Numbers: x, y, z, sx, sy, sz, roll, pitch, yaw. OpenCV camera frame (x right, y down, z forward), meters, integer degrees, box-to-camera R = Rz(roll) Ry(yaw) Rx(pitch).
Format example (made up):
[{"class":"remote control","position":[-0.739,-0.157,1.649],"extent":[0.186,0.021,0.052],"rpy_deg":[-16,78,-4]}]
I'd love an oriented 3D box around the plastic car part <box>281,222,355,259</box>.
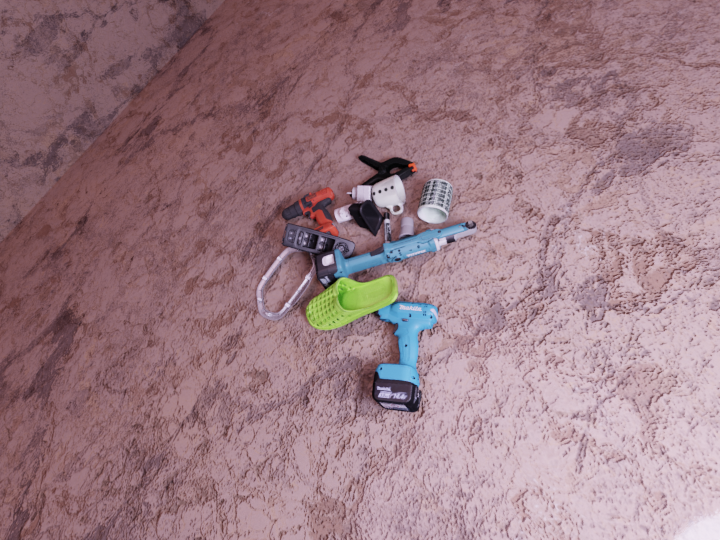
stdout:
[{"class":"plastic car part","position":[-0.117,-0.077,1.199],"extent":[0.205,0.066,0.066],"rpy_deg":[15,87,4]}]

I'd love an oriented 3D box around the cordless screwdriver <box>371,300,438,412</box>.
[{"class":"cordless screwdriver","position":[0.079,0.184,0.968],"extent":[0.166,0.070,0.252],"rpy_deg":[0,57,28]}]

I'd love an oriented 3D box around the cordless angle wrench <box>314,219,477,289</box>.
[{"class":"cordless angle wrench","position":[0.090,-0.051,1.106],"extent":[0.430,0.093,0.077],"rpy_deg":[-16,54,13]}]

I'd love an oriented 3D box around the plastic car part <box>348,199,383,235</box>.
[{"class":"plastic car part","position":[0.006,-0.157,1.194],"extent":[0.075,0.110,0.066],"rpy_deg":[8,63,38]}]

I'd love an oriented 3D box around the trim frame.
[{"class":"trim frame","position":[-0.216,0.029,1.227],"extent":[0.248,0.026,0.195],"rpy_deg":[-52,49,-2]}]
